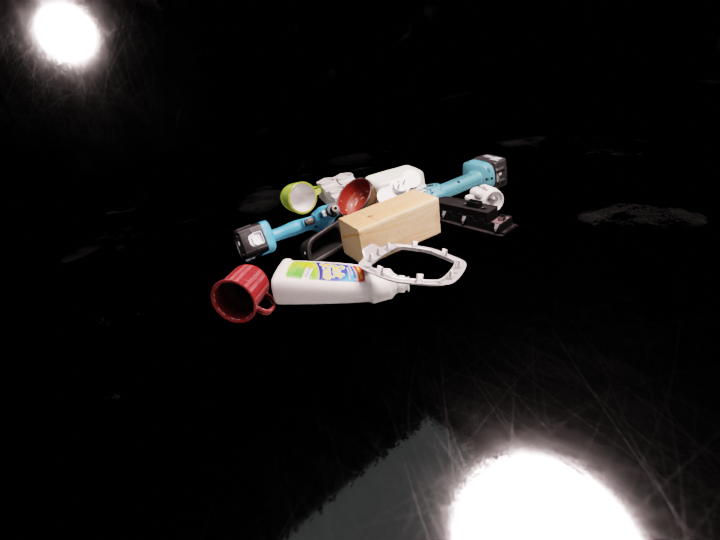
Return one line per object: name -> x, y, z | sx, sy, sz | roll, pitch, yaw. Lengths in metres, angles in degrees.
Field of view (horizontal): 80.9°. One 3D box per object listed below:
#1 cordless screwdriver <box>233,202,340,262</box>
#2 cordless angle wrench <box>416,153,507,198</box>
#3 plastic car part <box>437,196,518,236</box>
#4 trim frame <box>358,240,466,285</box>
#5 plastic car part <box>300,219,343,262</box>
cordless screwdriver -> -0.170, -0.097, 0.993 | 0.243, 0.074, 0.162 | -22, 1, -20
cordless angle wrench -> 0.183, -0.195, 1.088 | 0.416, 0.072, 0.103 | -24, 30, -14
plastic car part -> 0.243, -0.130, 0.960 | 0.065, 0.064, 0.214 | -36, 34, -27
trim frame -> 0.097, -0.019, 0.789 | 0.192, 0.027, 0.242 | 13, 22, 23
plastic car part -> -0.096, -0.063, 0.981 | 0.114, 0.064, 0.074 | -33, 20, -28
